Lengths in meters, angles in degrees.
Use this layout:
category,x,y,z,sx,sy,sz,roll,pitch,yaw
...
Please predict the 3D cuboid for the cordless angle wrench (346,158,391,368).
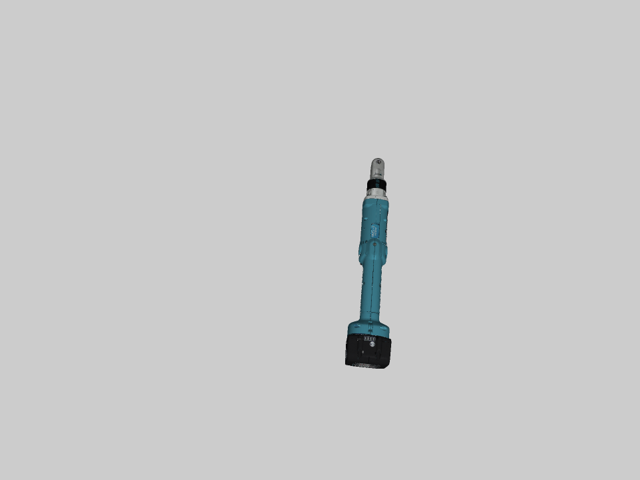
category,x,y,z,sx,sy,sz,roll,pitch,yaw
cordless angle wrench,0.101,0.025,0.818,0.074,0.421,0.098,5,-22,3
